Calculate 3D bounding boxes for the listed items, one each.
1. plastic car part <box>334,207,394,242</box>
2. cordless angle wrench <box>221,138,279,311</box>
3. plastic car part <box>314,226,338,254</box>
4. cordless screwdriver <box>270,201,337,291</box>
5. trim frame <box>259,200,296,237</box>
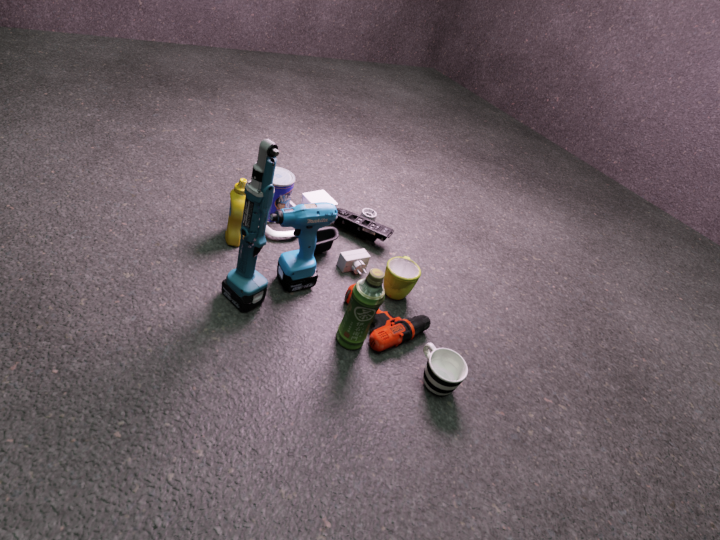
[{"bbox_3d":[-0.002,-0.138,1.324,0.209,0.066,0.065,28,40,14],"label":"plastic car part"},{"bbox_3d":[-0.228,-0.087,0.906,0.102,0.417,0.072,39,42,22],"label":"cordless angle wrench"},{"bbox_3d":[-0.118,-0.077,1.208,0.112,0.070,0.069,-13,48,-32],"label":"plastic car part"},{"bbox_3d":[-0.159,-0.057,1.030,0.153,0.245,0.078,-8,46,-30],"label":"cordless screwdriver"},{"bbox_3d":[-0.270,-0.176,1.307,0.178,0.027,0.261,-21,52,-37],"label":"trim frame"}]
